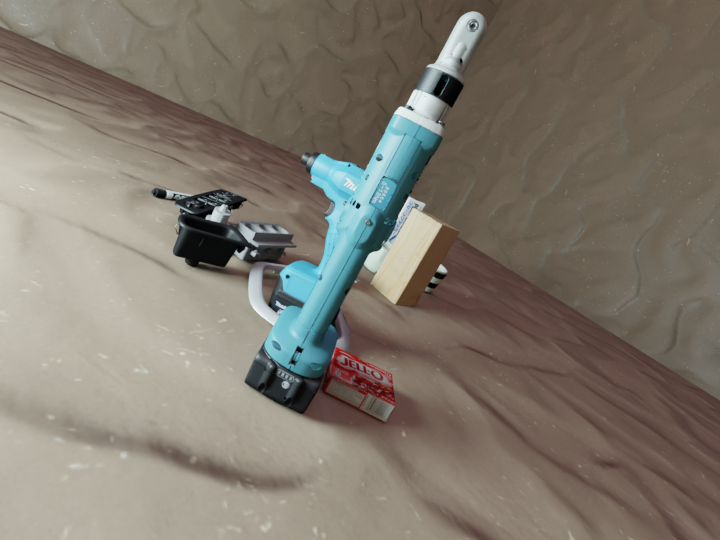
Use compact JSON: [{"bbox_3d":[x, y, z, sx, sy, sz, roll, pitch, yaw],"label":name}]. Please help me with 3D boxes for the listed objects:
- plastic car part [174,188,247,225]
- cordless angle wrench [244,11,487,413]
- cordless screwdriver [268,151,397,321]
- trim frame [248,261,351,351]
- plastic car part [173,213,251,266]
[{"bbox_3d":[-0.298,-0.119,0.826,0.067,0.067,0.202,28,15,0],"label":"plastic car part"},{"bbox_3d":[0.007,-0.050,0.431,0.074,0.422,0.098,28,14,-2],"label":"cordless angle wrench"},{"bbox_3d":[-0.060,-0.039,0.617,0.163,0.248,0.073,32,15,12],"label":"cordless screwdriver"},{"bbox_3d":[-0.095,0.052,0.679,0.178,0.027,0.257,22,16,-19],"label":"trim frame"},{"bbox_3d":[-0.240,-0.039,0.650,0.110,0.071,0.070,12,22,-47],"label":"plastic car part"}]
